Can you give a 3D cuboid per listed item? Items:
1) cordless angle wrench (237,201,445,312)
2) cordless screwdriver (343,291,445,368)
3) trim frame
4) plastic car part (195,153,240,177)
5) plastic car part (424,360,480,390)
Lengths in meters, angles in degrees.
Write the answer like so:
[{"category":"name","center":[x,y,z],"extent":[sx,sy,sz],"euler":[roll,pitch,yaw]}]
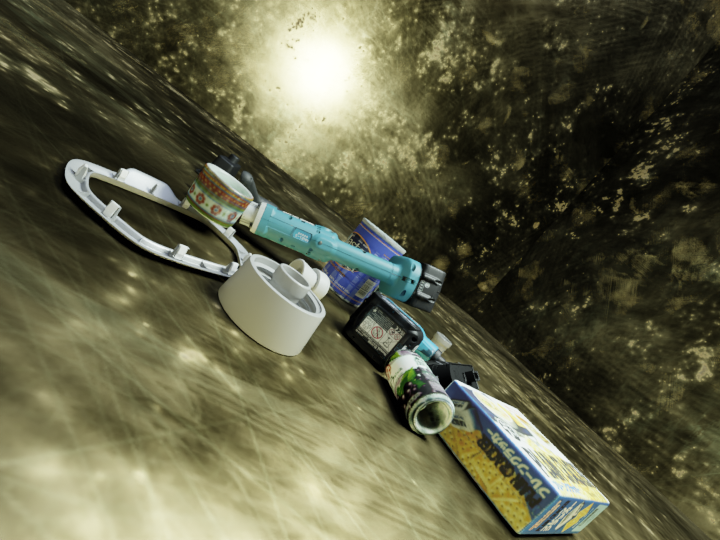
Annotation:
[{"category":"cordless angle wrench","center":[-0.067,-0.044,0.690],"extent":[0.414,0.074,0.100],"euler":[23,-2,-11]},{"category":"cordless screwdriver","center":[0.069,0.108,0.684],"extent":[0.164,0.074,0.241],"euler":[40,4,14]},{"category":"trim frame","center":[-0.212,-0.057,0.486],"extent":[0.194,0.027,0.235],"euler":[43,10,31]},{"category":"plastic car part","center":[-0.284,-0.212,0.887],"extent":[0.065,0.071,0.118],"euler":[40,10,-9]},{"category":"plastic car part","center":[0.145,0.173,0.661],"extent":[0.192,0.069,0.068],"euler":[21,60,-55]}]
